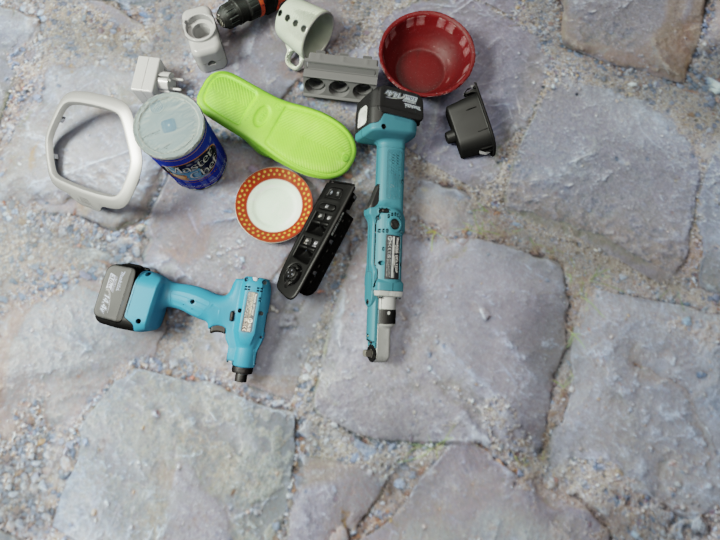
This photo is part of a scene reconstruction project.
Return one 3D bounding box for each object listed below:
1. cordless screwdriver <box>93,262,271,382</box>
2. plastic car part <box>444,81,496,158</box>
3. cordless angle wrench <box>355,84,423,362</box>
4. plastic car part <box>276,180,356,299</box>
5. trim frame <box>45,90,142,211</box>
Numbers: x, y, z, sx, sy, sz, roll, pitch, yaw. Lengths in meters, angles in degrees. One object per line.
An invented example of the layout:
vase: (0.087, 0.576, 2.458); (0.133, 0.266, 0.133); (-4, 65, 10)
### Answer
cordless screwdriver: (-0.269, 0.076, 0.649); (0.248, 0.074, 0.160); (8, 80, -2)
plastic car part: (0.177, -0.241, 0.712); (0.072, 0.064, 0.118); (-14, 83, 12)
cordless angle wrench: (0.039, -0.072, 0.667); (0.094, 0.077, 0.425); (5, 83, -24)
plastic car part: (-0.066, -0.043, 0.672); (0.070, 0.063, 0.203); (21, 76, 37)
trim frame: (-0.432, -0.190, 0.679); (0.259, 0.026, 0.183); (17, 101, 23)
